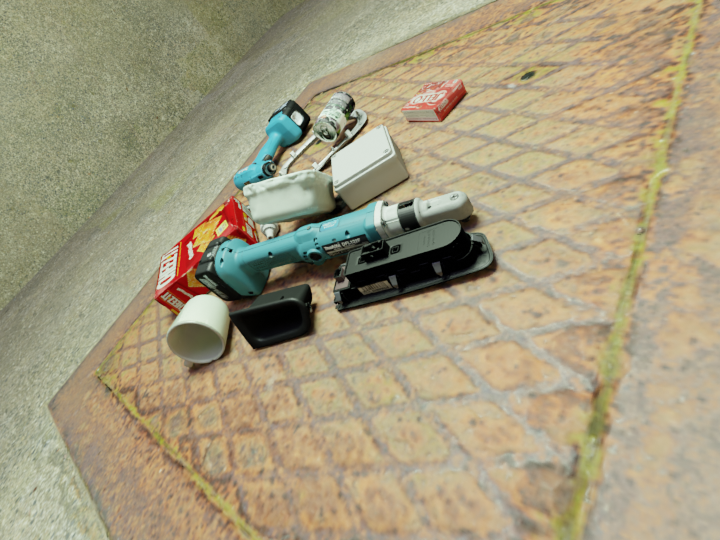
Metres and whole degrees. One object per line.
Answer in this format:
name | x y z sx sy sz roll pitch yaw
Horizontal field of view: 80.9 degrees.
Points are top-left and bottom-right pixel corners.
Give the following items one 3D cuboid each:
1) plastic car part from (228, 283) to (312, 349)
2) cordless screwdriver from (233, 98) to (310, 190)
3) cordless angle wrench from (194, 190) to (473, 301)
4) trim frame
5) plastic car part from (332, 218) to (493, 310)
plastic car part | -0.108 0.052 0.577 0.120 0.064 0.071 -20 25 25
cordless screwdriver | -0.201 -0.302 1.013 0.166 0.071 0.250 -6 52 50
cordless angle wrench | -0.058 -0.038 0.597 0.438 0.093 0.076 -13 46 31
trim frame | -0.089 -0.267 0.917 0.248 0.026 0.194 -45 36 -6
plastic car part | 0.046 -0.013 0.493 0.210 0.064 0.067 -14 36 31
